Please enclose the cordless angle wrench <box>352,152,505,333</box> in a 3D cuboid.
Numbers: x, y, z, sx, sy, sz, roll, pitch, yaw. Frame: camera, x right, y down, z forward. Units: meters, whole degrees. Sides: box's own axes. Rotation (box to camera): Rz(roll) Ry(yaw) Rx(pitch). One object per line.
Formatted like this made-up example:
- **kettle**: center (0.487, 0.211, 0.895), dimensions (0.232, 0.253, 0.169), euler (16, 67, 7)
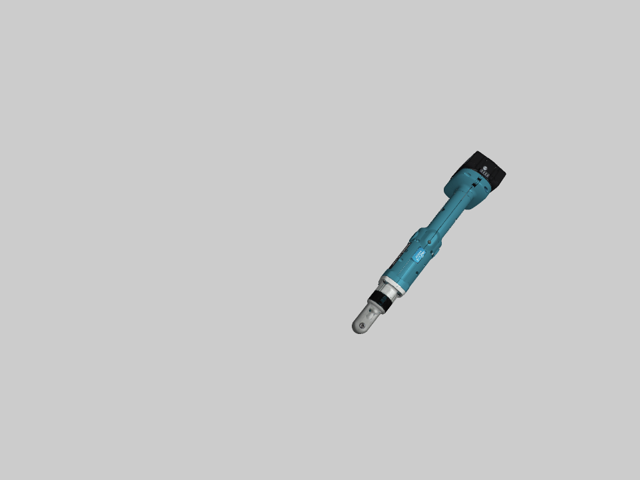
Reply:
- **cordless angle wrench**: center (0.197, 0.009, 0.802), dimensions (0.074, 0.422, 0.098), euler (40, -15, 4)
